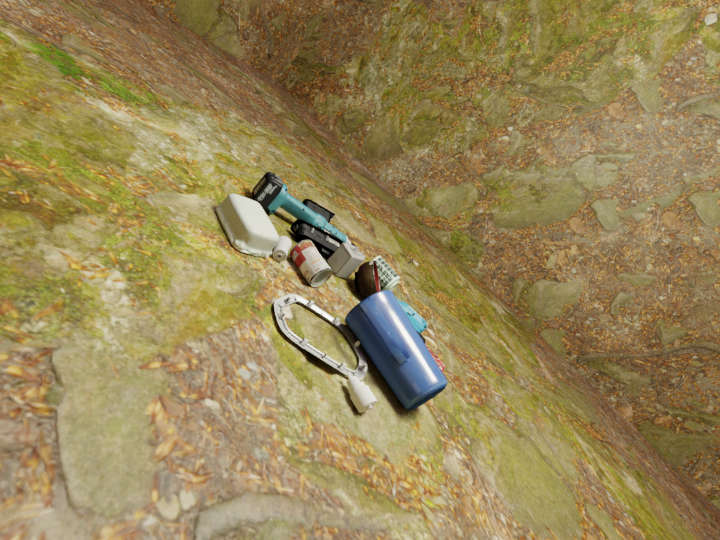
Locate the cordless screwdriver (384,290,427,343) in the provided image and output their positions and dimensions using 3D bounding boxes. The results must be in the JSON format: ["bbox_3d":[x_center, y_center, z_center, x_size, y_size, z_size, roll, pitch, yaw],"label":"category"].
[{"bbox_3d":[0.106,0.139,1.156,0.161,0.075,0.245,43,15,3],"label":"cordless screwdriver"}]

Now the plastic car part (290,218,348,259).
[{"bbox_3d":[-0.120,-0.078,1.226,0.193,0.068,0.068,32,47,-28],"label":"plastic car part"}]

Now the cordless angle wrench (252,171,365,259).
[{"bbox_3d":[-0.135,-0.137,1.276,0.403,0.098,0.077,35,17,-29],"label":"cordless angle wrench"}]

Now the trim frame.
[{"bbox_3d":[-0.078,0.133,0.883,0.241,0.028,0.189,37,20,-17],"label":"trim frame"}]

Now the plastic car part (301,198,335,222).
[{"bbox_3d":[-0.148,-0.175,1.386,0.112,0.067,0.073,29,37,-24],"label":"plastic car part"}]
